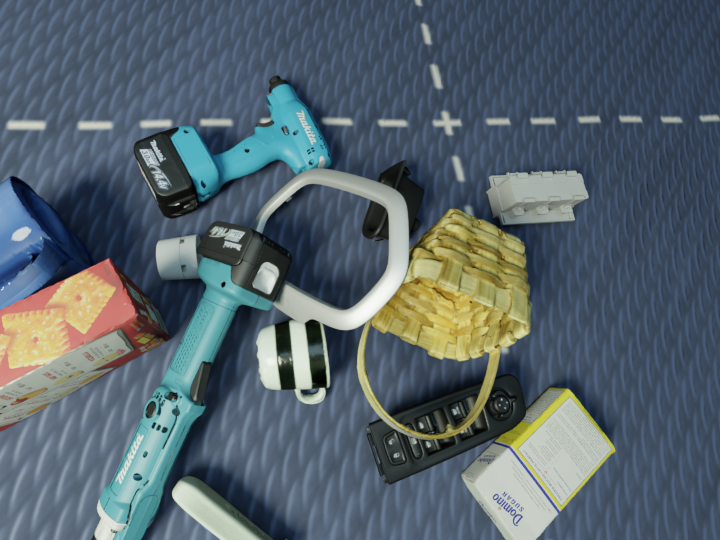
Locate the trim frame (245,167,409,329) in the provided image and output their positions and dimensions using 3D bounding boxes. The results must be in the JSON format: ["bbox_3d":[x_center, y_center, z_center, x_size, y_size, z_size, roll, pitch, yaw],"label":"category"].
[{"bbox_3d":[-0.049,-0.032,0.500,0.263,0.026,0.184,24,84,38],"label":"trim frame"}]

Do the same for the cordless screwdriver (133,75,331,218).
[{"bbox_3d":[-0.176,-0.177,0.578,0.244,0.074,0.162,-23,78,-20],"label":"cordless screwdriver"}]

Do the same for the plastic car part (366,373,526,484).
[{"bbox_3d":[0.105,0.184,0.510,0.200,0.066,0.068,-17,72,-11],"label":"plastic car part"}]

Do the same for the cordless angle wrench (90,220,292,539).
[{"bbox_3d":[-0.202,0.152,0.456,0.103,0.070,0.424,13,75,38],"label":"cordless angle wrench"}]

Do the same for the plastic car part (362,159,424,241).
[{"bbox_3d":[0.053,-0.084,0.597,0.068,0.068,0.117,23,73,-20],"label":"plastic car part"}]
